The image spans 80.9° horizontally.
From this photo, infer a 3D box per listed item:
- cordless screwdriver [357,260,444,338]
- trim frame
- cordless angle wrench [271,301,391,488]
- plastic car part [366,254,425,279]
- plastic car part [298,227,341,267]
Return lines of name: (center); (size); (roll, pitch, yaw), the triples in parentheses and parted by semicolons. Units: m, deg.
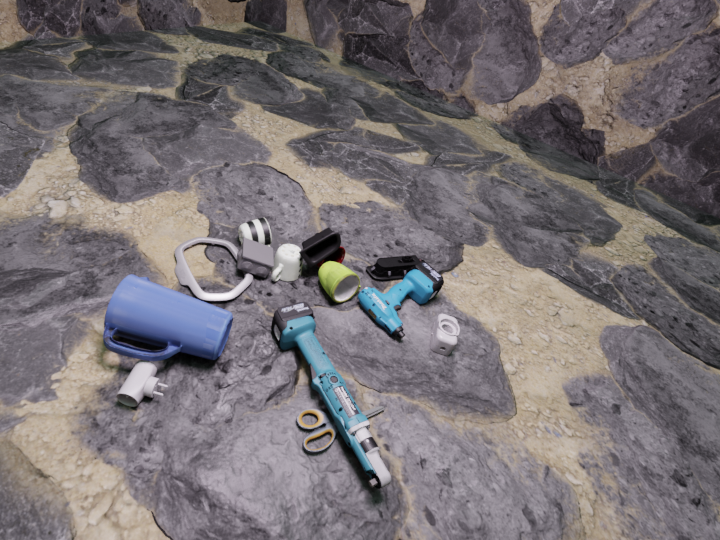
cordless screwdriver: (0.130, 0.079, 1.153); (0.241, 0.073, 0.167); (-24, 58, -33)
trim frame: (-0.395, -0.009, 1.124); (0.178, 0.027, 0.261); (-16, 51, -33)
cordless angle wrench: (-0.064, 0.243, 0.887); (0.094, 0.073, 0.446); (-12, 45, -30)
plastic car part: (0.117, -0.012, 1.264); (0.197, 0.066, 0.069); (-8, 53, -22)
plastic car part: (-0.112, -0.074, 1.150); (0.116, 0.062, 0.075); (-34, 40, -2)
